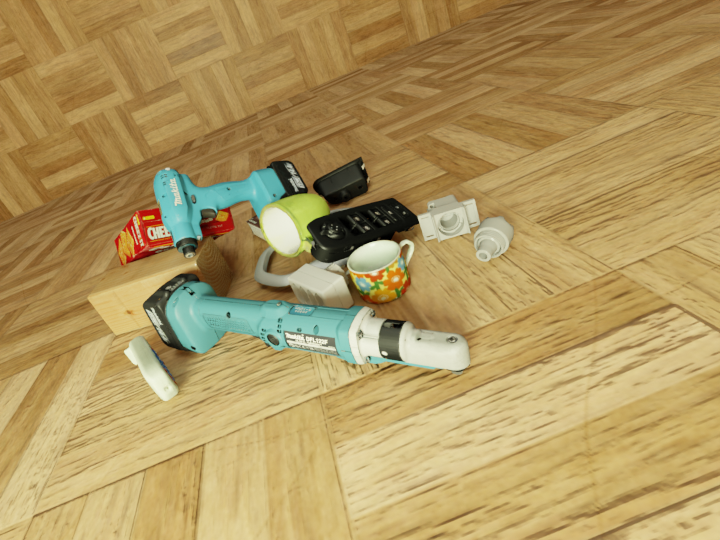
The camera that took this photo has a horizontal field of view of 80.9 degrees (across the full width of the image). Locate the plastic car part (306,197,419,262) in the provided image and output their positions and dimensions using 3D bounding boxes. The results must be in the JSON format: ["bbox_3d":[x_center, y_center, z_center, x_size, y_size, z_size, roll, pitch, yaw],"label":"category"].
[{"bbox_3d":[-0.002,-0.057,0.615,0.195,0.069,0.067,-18,-29,-45],"label":"plastic car part"}]

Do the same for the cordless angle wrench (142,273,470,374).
[{"bbox_3d":[-0.089,0.065,0.501,0.442,0.094,0.074,2,33,32],"label":"cordless angle wrench"}]

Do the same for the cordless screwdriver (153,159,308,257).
[{"bbox_3d":[-0.209,-0.108,0.719,0.240,0.074,0.165,-12,63,-29],"label":"cordless screwdriver"}]

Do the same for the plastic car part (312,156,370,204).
[{"bbox_3d":[-0.032,-0.170,0.863,0.116,0.063,0.074,-27,43,0],"label":"plastic car part"}]

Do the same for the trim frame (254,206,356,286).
[{"bbox_3d":[-0.070,-0.046,0.720,0.245,0.026,0.194,-32,30,-18],"label":"trim frame"}]
